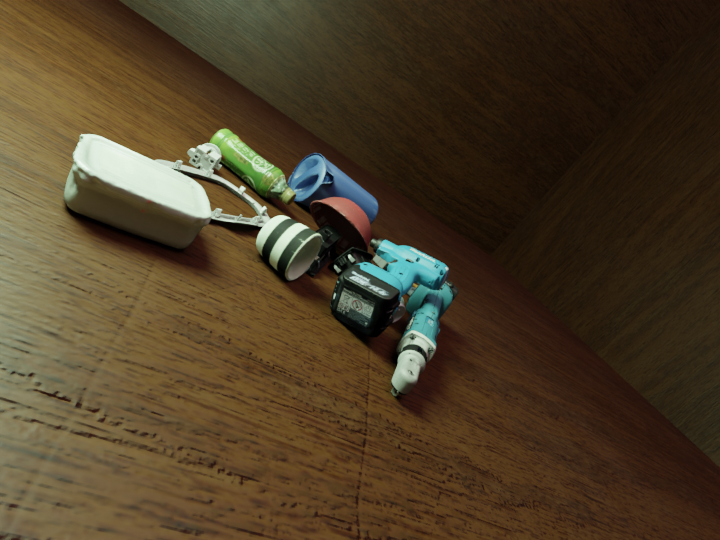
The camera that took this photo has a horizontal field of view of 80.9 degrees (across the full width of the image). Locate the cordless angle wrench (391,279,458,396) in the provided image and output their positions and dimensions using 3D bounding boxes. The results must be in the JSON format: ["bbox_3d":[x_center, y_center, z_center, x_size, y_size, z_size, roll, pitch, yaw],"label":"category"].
[{"bbox_3d":[0.109,0.097,0.740,0.075,0.098,0.417,36,20,4],"label":"cordless angle wrench"}]

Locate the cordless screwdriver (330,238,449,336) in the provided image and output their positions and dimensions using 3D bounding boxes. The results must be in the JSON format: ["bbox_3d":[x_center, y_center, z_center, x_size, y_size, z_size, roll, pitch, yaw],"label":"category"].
[{"bbox_3d":[0.036,0.008,0.728,0.167,0.073,0.241,29,31,24],"label":"cordless screwdriver"}]

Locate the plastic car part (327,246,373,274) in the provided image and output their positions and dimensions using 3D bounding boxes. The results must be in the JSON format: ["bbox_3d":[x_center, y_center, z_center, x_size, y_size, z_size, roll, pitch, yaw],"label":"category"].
[{"bbox_3d":[0.001,0.005,0.836,0.110,0.067,0.074,17,41,-57],"label":"plastic car part"}]

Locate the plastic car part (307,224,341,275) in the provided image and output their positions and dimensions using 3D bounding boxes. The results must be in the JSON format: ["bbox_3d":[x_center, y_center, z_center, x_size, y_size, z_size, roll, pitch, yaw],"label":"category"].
[{"bbox_3d":[-0.080,-0.052,0.816,0.067,0.067,0.201,31,14,1],"label":"plastic car part"}]

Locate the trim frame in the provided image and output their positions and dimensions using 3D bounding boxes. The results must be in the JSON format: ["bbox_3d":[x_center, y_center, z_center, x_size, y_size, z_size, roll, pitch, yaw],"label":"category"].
[{"bbox_3d":[-0.252,-0.132,0.741,0.192,0.027,0.237,45,16,23],"label":"trim frame"}]
